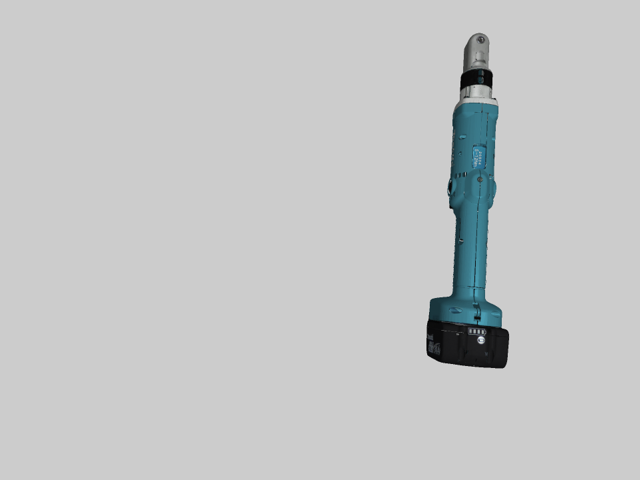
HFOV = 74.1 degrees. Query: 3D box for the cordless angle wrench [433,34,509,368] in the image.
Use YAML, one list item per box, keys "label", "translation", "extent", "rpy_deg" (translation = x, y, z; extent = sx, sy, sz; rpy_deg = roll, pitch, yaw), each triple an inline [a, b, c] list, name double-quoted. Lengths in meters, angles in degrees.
- label: "cordless angle wrench"
  translation: [0.189, -0.062, 0.534]
  extent: [0.074, 0.422, 0.098]
  rpy_deg: [5, -8, 2]
